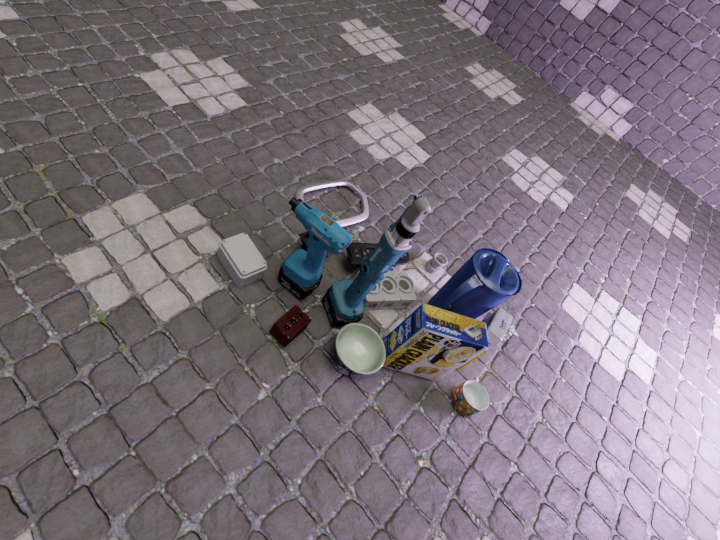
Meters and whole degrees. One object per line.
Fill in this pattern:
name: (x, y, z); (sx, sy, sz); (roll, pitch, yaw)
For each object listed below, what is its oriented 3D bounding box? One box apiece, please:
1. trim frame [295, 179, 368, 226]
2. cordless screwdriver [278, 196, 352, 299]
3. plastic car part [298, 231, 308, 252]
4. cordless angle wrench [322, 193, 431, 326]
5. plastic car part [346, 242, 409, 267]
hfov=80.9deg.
trim frame: (-0.080, -0.206, 1.267); (0.240, 0.027, 0.191); (-20, 65, -34)
cordless screwdriver: (-0.130, -0.049, 0.979); (0.162, 0.249, 0.073); (42, 49, 6)
plastic car part: (-0.110, -0.072, 1.123); (0.113, 0.071, 0.068); (-23, 69, -36)
cordless angle wrench: (0.031, -0.008, 0.902); (0.071, 0.423, 0.102); (-4, 60, -30)
plastic car part: (0.046, -0.034, 1.165); (0.196, 0.067, 0.069); (-2, 58, -26)
